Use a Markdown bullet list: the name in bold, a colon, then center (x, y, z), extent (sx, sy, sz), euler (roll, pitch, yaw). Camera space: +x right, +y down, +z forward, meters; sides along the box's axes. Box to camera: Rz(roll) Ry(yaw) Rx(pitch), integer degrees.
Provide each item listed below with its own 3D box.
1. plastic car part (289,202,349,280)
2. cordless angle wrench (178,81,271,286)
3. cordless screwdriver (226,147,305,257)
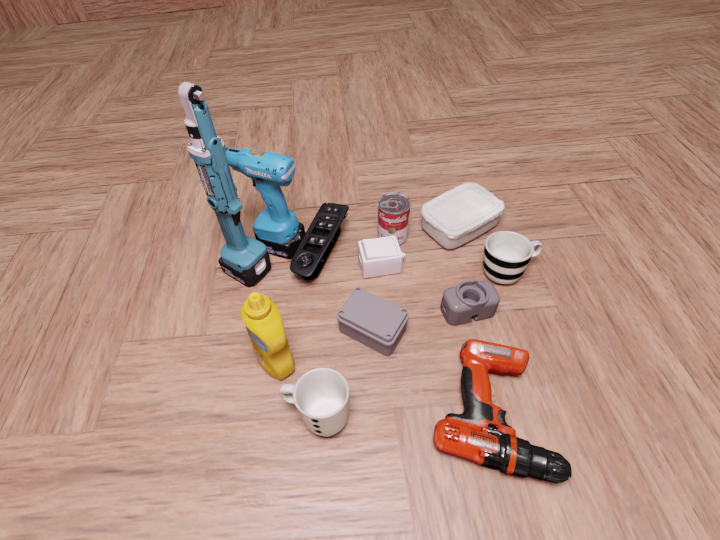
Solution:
- **plastic car part**: center (-0.088, -0.058, 0.901), extent (0.068, 0.065, 0.204), euler (14, 52, 15)
- **cordless angle wrench**: center (-0.246, -0.134, 0.757), extent (0.102, 0.408, 0.074), euler (28, 55, 23)
- **cordless screwdriver**: center (-0.200, -0.142, 0.870), extent (0.165, 0.240, 0.074), euler (18, 52, 17)
